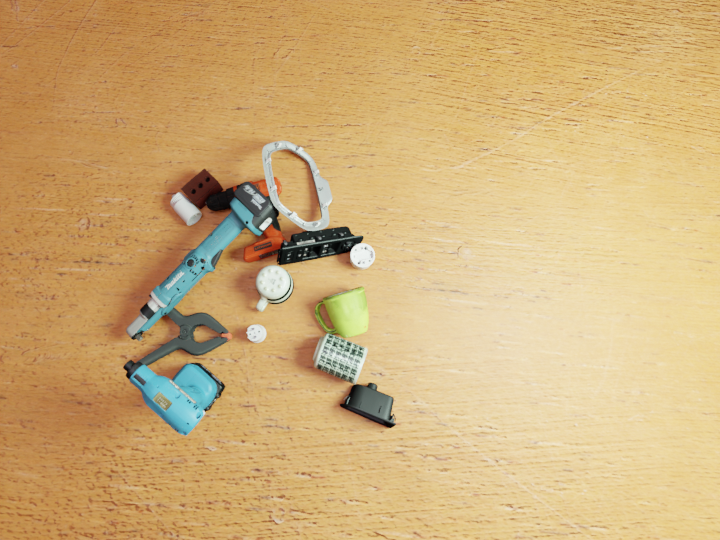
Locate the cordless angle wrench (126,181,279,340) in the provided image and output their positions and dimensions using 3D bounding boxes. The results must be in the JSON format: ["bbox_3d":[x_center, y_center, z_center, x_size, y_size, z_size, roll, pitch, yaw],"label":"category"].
[{"bbox_3d":[-0.357,-0.012,0.924,0.101,0.072,0.422,44,89,13],"label":"cordless angle wrench"}]

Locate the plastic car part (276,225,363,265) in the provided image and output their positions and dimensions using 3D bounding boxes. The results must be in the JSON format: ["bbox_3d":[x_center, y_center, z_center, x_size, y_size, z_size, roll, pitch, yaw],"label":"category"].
[{"bbox_3d":[-0.094,-0.061,0.962,0.198,0.065,0.070,-8,50,-18],"label":"plastic car part"}]

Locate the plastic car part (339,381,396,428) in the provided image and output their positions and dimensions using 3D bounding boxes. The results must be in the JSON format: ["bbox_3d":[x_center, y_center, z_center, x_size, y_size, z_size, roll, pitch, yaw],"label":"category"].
[{"bbox_3d":[0.023,0.276,0.894,0.119,0.064,0.071,23,62,8],"label":"plastic car part"}]

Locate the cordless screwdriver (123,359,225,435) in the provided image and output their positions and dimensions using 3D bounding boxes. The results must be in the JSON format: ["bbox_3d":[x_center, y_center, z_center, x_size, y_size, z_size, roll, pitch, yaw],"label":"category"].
[{"bbox_3d":[-0.351,0.222,0.812,0.160,0.248,0.074,40,79,0],"label":"cordless screwdriver"}]

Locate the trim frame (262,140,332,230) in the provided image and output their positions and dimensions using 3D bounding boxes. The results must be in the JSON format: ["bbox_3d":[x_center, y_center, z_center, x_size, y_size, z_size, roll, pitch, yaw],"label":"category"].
[{"bbox_3d":[-0.142,-0.201,0.974,0.028,0.174,0.257,-37,58,36],"label":"trim frame"}]
